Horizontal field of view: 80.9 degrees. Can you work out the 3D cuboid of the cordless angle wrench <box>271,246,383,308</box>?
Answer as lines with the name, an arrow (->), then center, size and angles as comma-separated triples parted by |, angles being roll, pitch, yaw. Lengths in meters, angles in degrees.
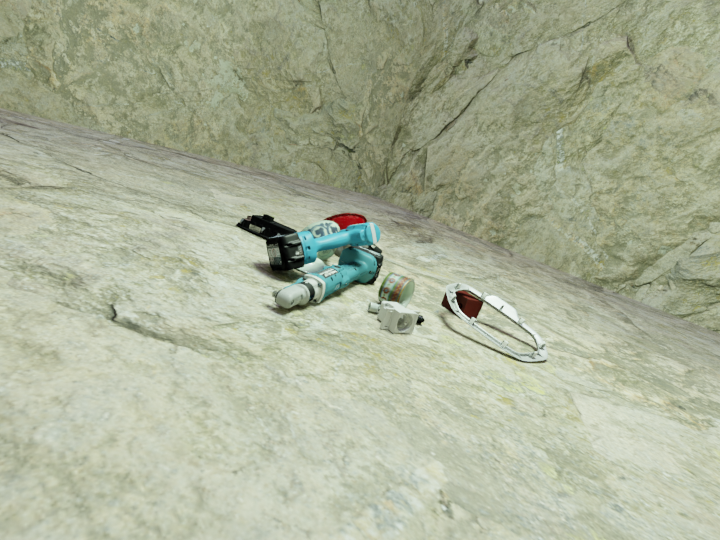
cordless angle wrench -> -0.058, 0.016, 0.899 | 0.101, 0.074, 0.412 | 21, 17, 16

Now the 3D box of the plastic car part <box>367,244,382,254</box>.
plastic car part -> 0.035, -0.065, 1.343 | 0.070, 0.066, 0.119 | 31, 8, -11

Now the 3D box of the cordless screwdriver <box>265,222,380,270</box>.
cordless screwdriver -> -0.095, -0.062, 0.971 | 0.241, 0.074, 0.166 | -15, 9, -28

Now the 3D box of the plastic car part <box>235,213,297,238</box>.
plastic car part -> -0.252, -0.117, 1.192 | 0.213, 0.067, 0.063 | 27, 9, 26

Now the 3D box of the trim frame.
trim frame -> 0.297, 0.106, 0.929 | 0.258, 0.027, 0.178 | 35, 30, 20
